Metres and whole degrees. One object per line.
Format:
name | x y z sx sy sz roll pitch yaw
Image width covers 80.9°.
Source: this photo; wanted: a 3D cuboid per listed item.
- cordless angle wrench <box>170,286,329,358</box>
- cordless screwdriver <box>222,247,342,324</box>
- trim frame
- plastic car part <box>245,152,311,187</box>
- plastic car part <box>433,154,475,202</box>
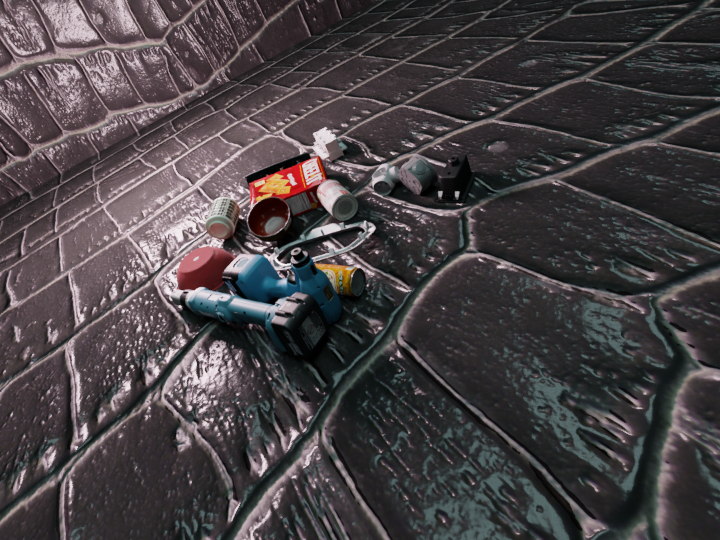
cordless angle wrench | -0.251 0.076 0.824 0.445 0.094 0.074 6 43 38
cordless screwdriver | -0.159 0.013 0.788 0.262 0.152 0.074 9 47 38
trim frame | -0.088 -0.058 0.904 0.253 0.027 0.186 -17 22 13
plastic car part | -0.236 -0.291 1.265 0.205 0.065 0.067 -20 12 9
plastic car part | 0.203 -0.206 0.907 0.069 0.067 0.116 7 51 33
